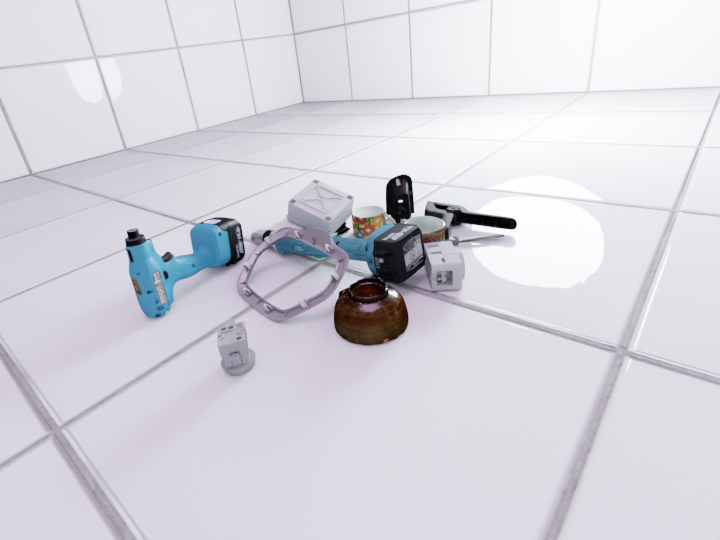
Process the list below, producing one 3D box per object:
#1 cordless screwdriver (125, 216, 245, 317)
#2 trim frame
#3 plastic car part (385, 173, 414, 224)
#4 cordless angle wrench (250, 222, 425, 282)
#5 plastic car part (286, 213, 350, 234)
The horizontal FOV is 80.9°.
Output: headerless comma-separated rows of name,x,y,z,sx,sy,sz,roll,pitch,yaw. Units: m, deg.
cordless screwdriver,-0.327,-0.040,0.797,0.077,0.155,0.246,6,29,24
trim frame,-0.127,-0.006,0.746,0.183,0.026,0.263,-47,40,-15
plastic car part,0.089,-0.147,0.938,0.067,0.112,0.073,-4,51,6
cordless angle wrench,-0.081,-0.053,0.829,0.446,0.072,0.096,9,31,41
plastic car part,-0.116,-0.132,1.011,0.065,0.065,0.215,-32,33,-27
